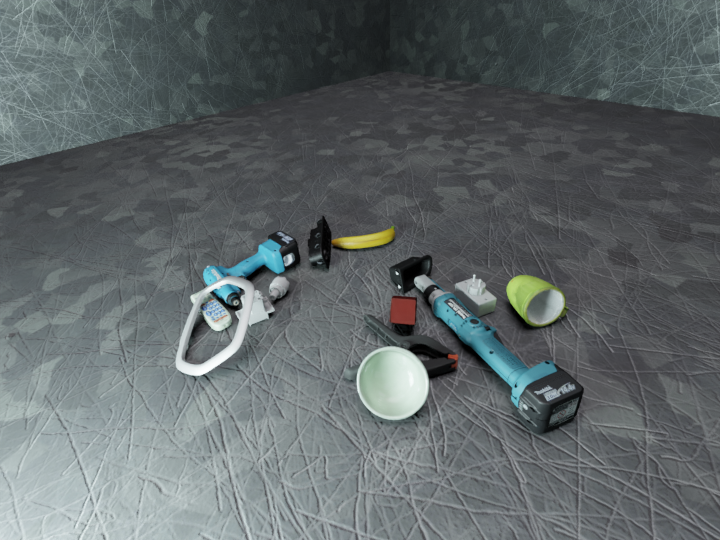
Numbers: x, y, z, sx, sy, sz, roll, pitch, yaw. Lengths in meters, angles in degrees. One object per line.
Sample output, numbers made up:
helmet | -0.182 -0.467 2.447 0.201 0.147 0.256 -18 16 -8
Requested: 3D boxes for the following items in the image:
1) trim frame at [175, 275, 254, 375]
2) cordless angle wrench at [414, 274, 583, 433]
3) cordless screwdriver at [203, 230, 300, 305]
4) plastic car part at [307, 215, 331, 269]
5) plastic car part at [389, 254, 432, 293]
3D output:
trim frame | -0.314 0.111 0.915 0.189 0.026 0.256 -14 48 18
cordless angle wrench | 0.228 0.123 0.843 0.096 0.072 0.446 -17 34 -18
cordless screwdriver | -0.267 -0.003 1.092 0.243 0.071 0.169 -30 42 -25
plastic car part | -0.115 -0.076 1.181 0.067 0.064 0.210 -14 35 3
plastic car part | 0.117 -0.001 1.049 0.113 0.064 0.075 -29 27 -36
